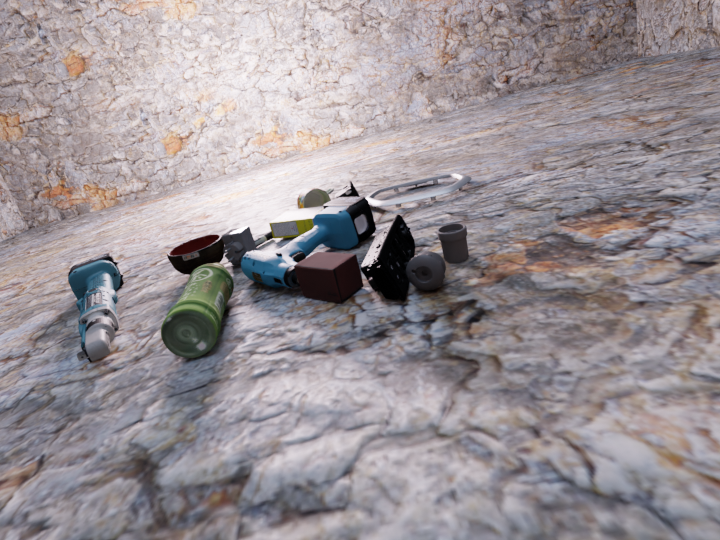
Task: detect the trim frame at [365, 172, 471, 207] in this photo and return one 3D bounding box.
[{"bbox_3d":[0.128,-0.184,0.978,0.254,0.027,0.186,-12,23,15],"label":"trim frame"}]

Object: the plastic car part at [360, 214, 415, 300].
[{"bbox_3d":[0.042,-0.020,0.613,0.068,0.065,0.202,-34,13,29],"label":"plastic car part"}]

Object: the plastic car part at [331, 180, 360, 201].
[{"bbox_3d":[-0.037,-0.176,1.039,0.071,0.064,0.119,-29,18,4],"label":"plastic car part"}]

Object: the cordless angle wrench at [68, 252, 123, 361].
[{"bbox_3d":[-0.472,0.059,0.761,0.096,0.072,0.445,-25,26,-24],"label":"cordless angle wrench"}]

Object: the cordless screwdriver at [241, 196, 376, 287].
[{"bbox_3d":[-0.071,-0.047,0.731,0.244,0.072,0.168,-35,28,-30],"label":"cordless screwdriver"}]
